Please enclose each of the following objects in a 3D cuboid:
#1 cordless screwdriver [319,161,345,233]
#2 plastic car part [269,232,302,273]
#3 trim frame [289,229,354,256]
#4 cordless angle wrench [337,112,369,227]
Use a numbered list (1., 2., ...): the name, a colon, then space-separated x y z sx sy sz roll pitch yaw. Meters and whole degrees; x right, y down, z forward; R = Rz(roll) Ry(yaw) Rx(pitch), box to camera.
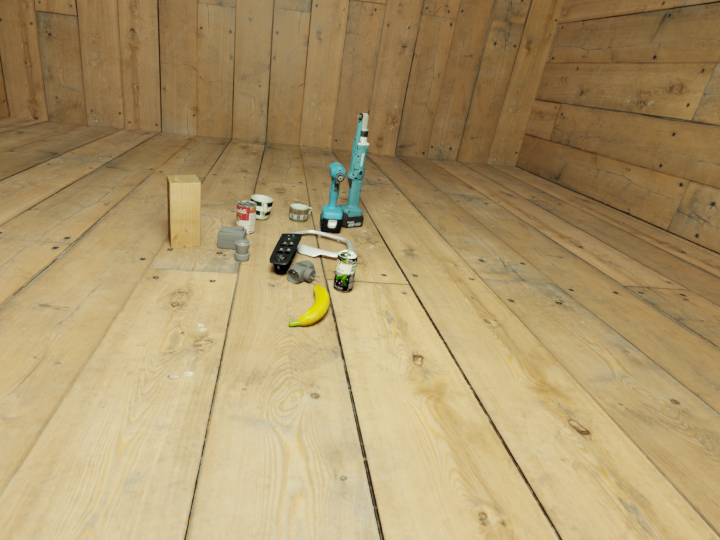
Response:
1. cordless screwdriver: -0.093 -0.252 1.511 0.073 0.244 0.164 4 24 -11
2. plastic car part: -0.224 -0.049 1.256 0.067 0.066 0.206 8 25 0
3. trim frame: -0.138 -0.090 1.411 0.258 0.027 0.181 16 27 19
4. cordless angle wrench: -0.015 -0.368 1.576 0.094 0.415 0.078 -5 27 -30
